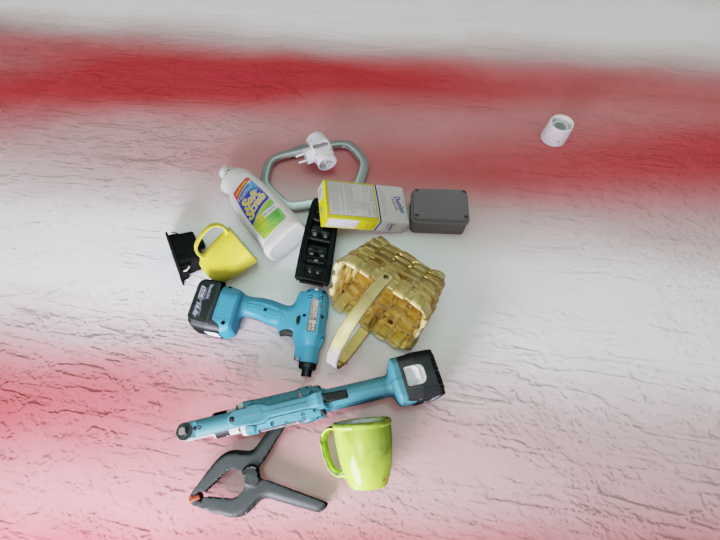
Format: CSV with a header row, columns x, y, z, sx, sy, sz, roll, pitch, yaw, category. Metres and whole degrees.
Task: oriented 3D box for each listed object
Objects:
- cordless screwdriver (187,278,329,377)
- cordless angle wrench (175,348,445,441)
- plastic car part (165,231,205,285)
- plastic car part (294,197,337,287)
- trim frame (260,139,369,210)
x,y,z,sx,sy,sz,roll,pitch,yaw,category
-0.187,0.102,0.777,0.250,0.072,0.162,6,65,3,cordless screwdriver
-0.082,0.215,0.684,0.420,0.095,0.077,-12,65,-5,cordless angle wrench
-0.355,-0.041,0.872,0.069,0.065,0.121,-16,60,-22,plastic car part
-0.082,-0.054,0.843,0.066,0.065,0.207,7,61,-1,plastic car part
-0.103,-0.220,0.952,0.248,0.026,0.190,-14,65,0,trim frame
